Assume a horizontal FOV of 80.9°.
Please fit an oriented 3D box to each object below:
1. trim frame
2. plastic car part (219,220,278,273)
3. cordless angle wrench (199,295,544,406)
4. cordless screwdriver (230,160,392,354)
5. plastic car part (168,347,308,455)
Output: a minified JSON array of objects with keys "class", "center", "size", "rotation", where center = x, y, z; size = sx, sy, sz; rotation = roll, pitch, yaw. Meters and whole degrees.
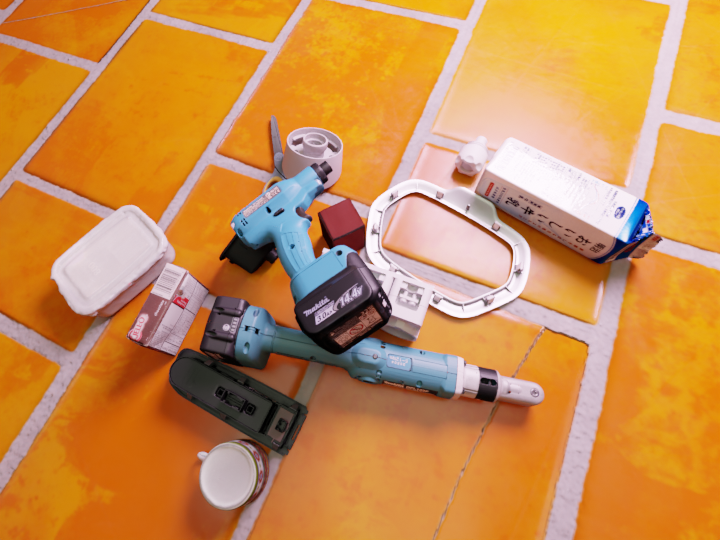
[{"class":"trim frame","center":[0.124,-0.042,0.625],"size":[0.258,0.026,0.183],"rotation":[34,74,20]},{"class":"plastic car part","center":[-0.150,-0.045,0.641],"size":[0.071,0.065,0.116],"rotation":[35,92,2]},{"class":"cordless angle wrench","center":[0.012,0.116,0.542],"size":[0.429,0.095,0.075],"rotation":[10,66,7]},{"class":"cordless screwdriver","center":[-0.051,-0.033,0.522],"size":[0.159,0.070,0.262],"rotation":[-39,53,-2]},{"class":"plastic car part","center":[-0.175,0.167,0.558],"size":[0.210,0.065,0.066],"rotation":[22,79,17]}]
